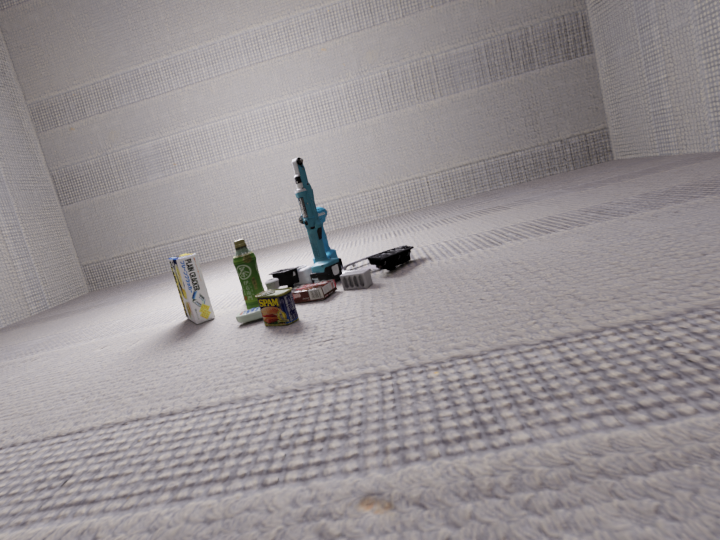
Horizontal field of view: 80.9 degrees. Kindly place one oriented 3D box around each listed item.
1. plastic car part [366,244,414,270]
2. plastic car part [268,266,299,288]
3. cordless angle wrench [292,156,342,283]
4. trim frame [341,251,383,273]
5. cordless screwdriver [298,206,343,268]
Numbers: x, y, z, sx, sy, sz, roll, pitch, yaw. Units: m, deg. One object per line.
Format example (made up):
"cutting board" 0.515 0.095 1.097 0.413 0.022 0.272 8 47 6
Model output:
"plastic car part" 0.108 -0.040 1.359 0.069 0.066 0.196 -6 14 42
"plastic car part" -0.258 0.028 1.488 0.122 0.070 0.064 -4 14 46
"cordless angle wrench" -0.158 -0.161 1.390 0.102 0.418 0.072 -8 10 44
"trim frame" 0.041 -0.027 1.478 0.243 0.027 0.191 -19 12 -21
"cordless screwdriver" -0.146 -0.096 1.496 0.077 0.246 0.155 -11 9 26
